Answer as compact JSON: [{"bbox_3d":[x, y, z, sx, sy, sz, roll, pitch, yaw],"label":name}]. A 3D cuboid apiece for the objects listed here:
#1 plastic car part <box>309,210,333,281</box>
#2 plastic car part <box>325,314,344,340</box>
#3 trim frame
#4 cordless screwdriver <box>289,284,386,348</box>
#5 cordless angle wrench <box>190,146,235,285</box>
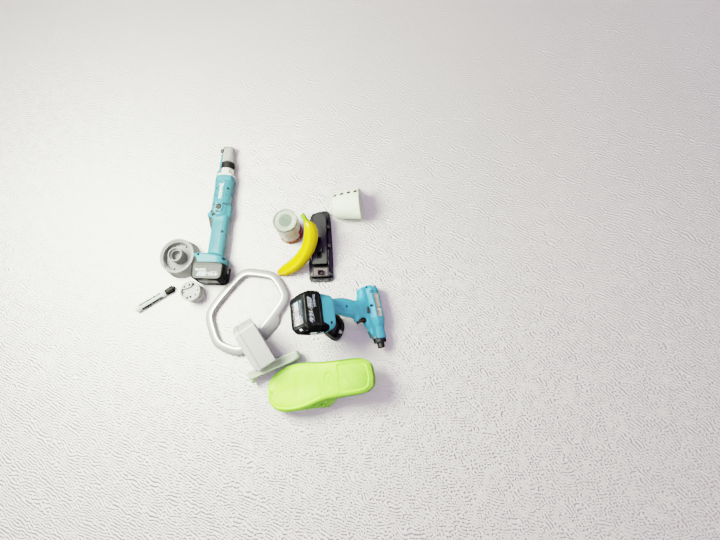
[{"bbox_3d":[-0.113,-0.074,1.153,0.067,0.064,0.207,-6,70,10],"label":"plastic car part"},{"bbox_3d":[-0.091,0.123,1.082,0.121,0.069,0.066,41,82,18],"label":"plastic car part"},{"bbox_3d":[-0.304,0.106,1.135,0.190,0.027,0.248,35,78,16],"label":"trim frame"},{"bbox_3d":[-0.043,0.119,1.022,0.238,0.076,0.163,-1,69,-35],"label":"cordless screwdriver"},{"bbox_3d":[-0.401,-0.171,1.212,0.099,0.072,0.431,0,71,4],"label":"cordless angle wrench"}]
